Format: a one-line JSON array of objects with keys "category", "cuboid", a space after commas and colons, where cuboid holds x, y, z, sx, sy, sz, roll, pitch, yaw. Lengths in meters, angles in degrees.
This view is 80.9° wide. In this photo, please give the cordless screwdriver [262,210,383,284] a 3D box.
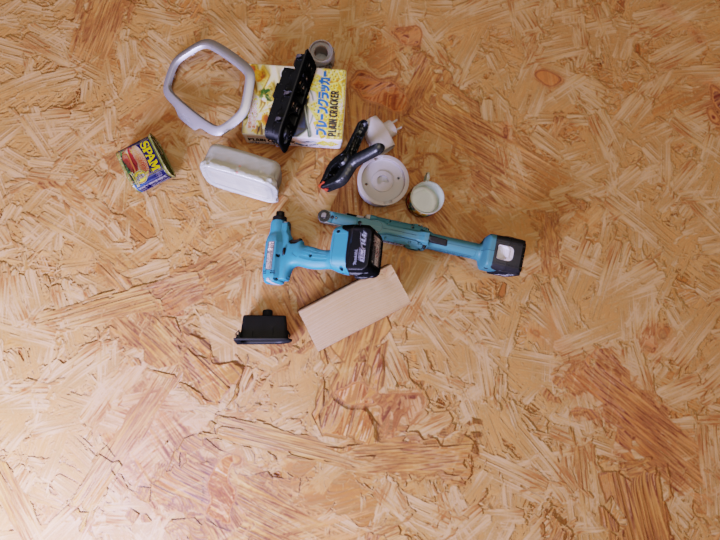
[{"category": "cordless screwdriver", "cuboid": [-0.083, -0.054, 0.852, 0.258, 0.071, 0.161, -3, 73, 24]}]

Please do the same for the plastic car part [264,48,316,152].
[{"category": "plastic car part", "cuboid": [-0.148, -0.342, 0.856, 0.068, 0.065, 0.203, 13, 85, 7]}]

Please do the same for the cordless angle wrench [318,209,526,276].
[{"category": "cordless angle wrench", "cuboid": [0.117, -0.070, 0.892, 0.427, 0.097, 0.074, 13, 86, 5]}]

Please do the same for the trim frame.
[{"category": "trim frame", "cuboid": [-0.328, -0.394, 0.910, 0.257, 0.026, 0.184, 39, 96, 17]}]

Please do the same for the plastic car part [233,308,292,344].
[{"category": "plastic car part", "cuboid": [-0.202, 0.118, 0.881, 0.116, 0.065, 0.072, -3, 72, -6]}]
